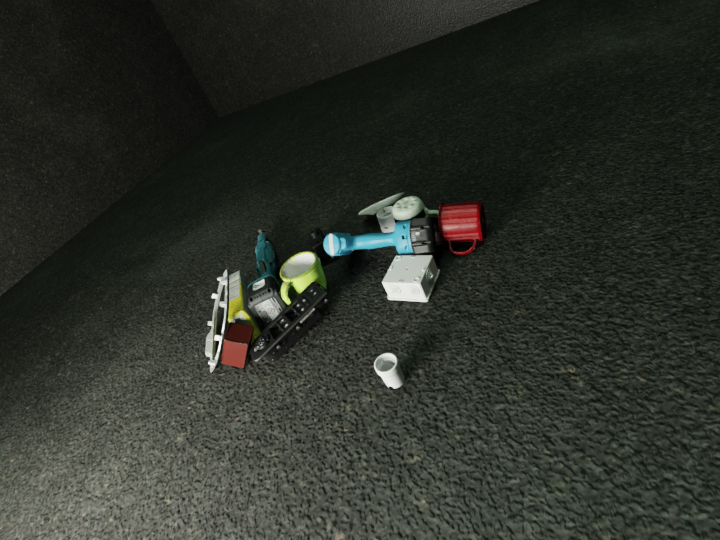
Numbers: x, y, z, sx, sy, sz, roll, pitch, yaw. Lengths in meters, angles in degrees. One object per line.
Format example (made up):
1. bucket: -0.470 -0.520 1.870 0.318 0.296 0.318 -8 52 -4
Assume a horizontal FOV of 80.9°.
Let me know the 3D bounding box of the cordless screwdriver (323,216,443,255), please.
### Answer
1. cordless screwdriver: 0.056 -0.069 0.953 0.257 0.074 0.154 -4 2 23

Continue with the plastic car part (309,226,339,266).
1. plastic car part: -0.107 -0.070 1.093 0.066 0.068 0.122 -25 36 1

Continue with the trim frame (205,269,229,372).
1. trim frame: -0.326 0.109 0.961 0.026 0.182 0.260 9 34 -25

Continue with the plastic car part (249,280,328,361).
1. plastic car part: -0.144 0.115 0.879 0.202 0.064 0.070 -42 42 -12

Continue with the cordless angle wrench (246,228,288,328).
1. cordless angle wrench: -0.247 -0.009 1.108 0.074 0.094 0.440 -27 30 0
